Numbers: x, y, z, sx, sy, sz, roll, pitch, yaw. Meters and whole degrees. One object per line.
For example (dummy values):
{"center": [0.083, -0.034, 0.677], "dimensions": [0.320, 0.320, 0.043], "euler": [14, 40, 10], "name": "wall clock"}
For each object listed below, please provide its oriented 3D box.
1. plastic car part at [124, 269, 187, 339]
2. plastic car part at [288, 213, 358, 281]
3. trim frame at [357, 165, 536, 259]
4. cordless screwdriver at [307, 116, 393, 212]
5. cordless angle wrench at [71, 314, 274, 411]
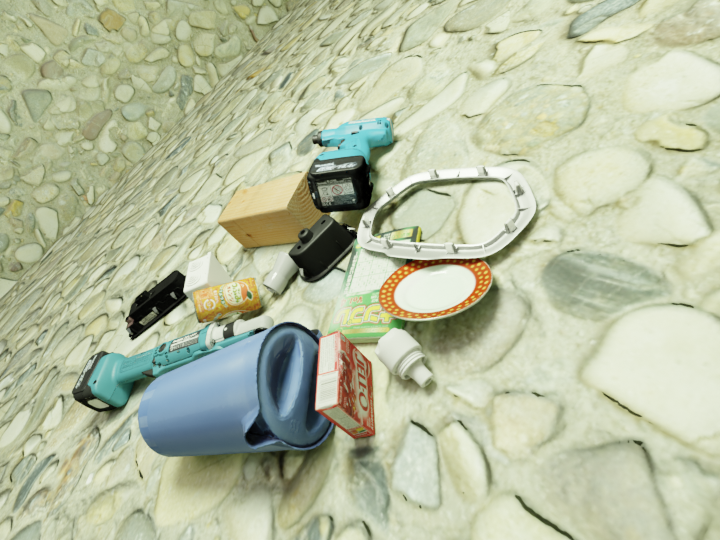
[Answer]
{"center": [-0.439, 0.062, 0.918], "dimensions": [0.204, 0.064, 0.069], "euler": [-33, 29, 9], "name": "plastic car part"}
{"center": [-0.065, -0.043, 0.669], "dimensions": [0.116, 0.067, 0.069], "euler": [-44, 34, -7], "name": "plastic car part"}
{"center": [0.103, -0.081, 0.573], "dimensions": [0.262, 0.026, 0.184], "euler": [9, 56, 41], "name": "trim frame"}
{"center": [-0.037, -0.198, 0.744], "dimensions": [0.164, 0.071, 0.252], "euler": [-2, 39, 17], "name": "cordless screwdriver"}
{"center": [-0.317, 0.146, 0.715], "dimensions": [0.434, 0.070, 0.101], "euler": [-21, 41, 24], "name": "cordless angle wrench"}
